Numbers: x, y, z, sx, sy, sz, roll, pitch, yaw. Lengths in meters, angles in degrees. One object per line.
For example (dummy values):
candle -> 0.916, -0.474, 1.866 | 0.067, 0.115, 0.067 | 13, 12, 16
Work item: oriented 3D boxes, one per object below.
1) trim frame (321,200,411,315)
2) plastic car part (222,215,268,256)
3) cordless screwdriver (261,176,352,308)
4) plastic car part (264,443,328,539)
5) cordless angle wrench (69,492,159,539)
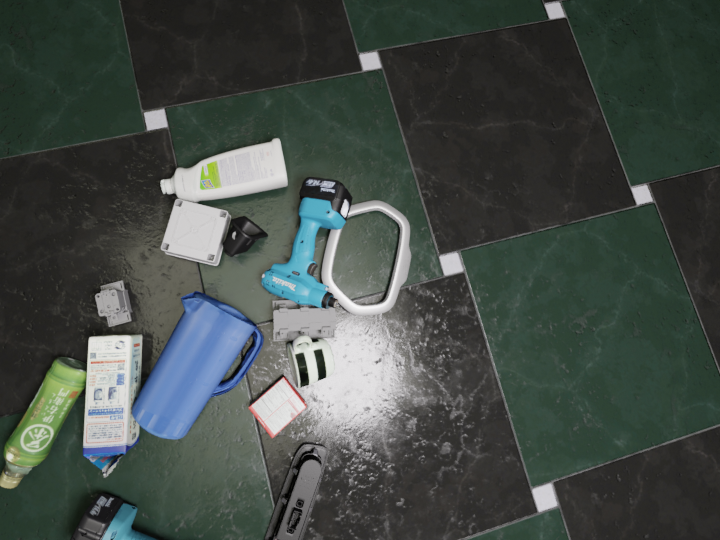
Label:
trim frame -> 0.017, -0.029, 0.882 | 0.182, 0.027, 0.251 | 14, 76, -5
plastic car part -> -0.238, -0.061, 0.831 | 0.066, 0.116, 0.071 | 37, 102, -3
cordless screwdriver -> -0.081, -0.053, 0.830 | 0.166, 0.071, 0.249 | 17, 80, 24
plastic car part -> -0.116, 0.425, 0.778 | 0.067, 0.066, 0.204 | 19, 76, 2
cordless angle wrench -> -0.283, 0.516, 0.731 | 0.419, 0.098, 0.074 | 25, 82, -5
